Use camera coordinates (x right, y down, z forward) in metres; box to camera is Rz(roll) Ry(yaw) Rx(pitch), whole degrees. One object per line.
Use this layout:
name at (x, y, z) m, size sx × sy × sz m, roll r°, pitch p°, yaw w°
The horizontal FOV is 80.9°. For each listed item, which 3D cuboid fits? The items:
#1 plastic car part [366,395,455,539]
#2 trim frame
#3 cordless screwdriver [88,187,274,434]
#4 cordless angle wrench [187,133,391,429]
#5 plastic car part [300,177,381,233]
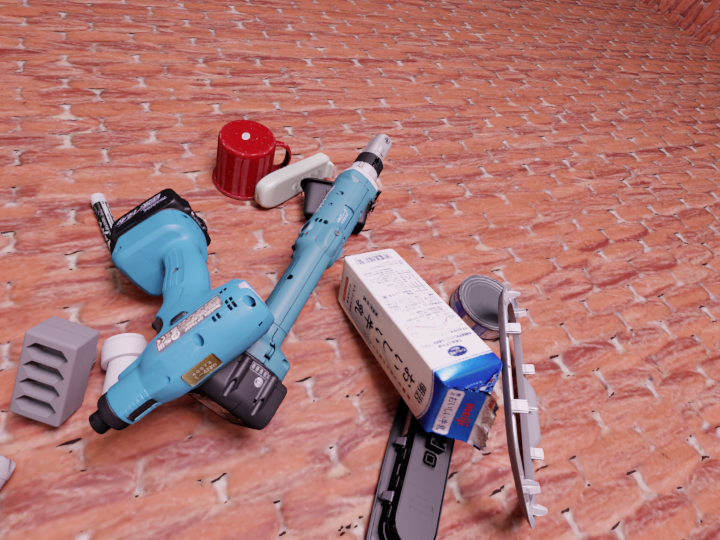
plastic car part at (0.065, 0.191, 0.428) m, size 0.066 × 0.067 × 0.204 m, roll 29°, pitch 53°, yaw -5°
trim frame at (0.173, 0.129, 0.451) m, size 0.028 × 0.174 × 0.254 m, roll -9°, pitch 53°, yaw 22°
cordless screwdriver at (-0.197, 0.022, 0.413) m, size 0.158 × 0.070 × 0.263 m, roll -38°, pitch 44°, yaw -8°
cordless angle wrench at (-0.049, -0.032, 0.502) m, size 0.072 × 0.101 × 0.424 m, roll 42°, pitch 55°, yaw -22°
plastic car part at (-0.035, -0.086, 0.617) m, size 0.115 × 0.065 × 0.072 m, roll 8°, pitch 67°, yaw -7°
